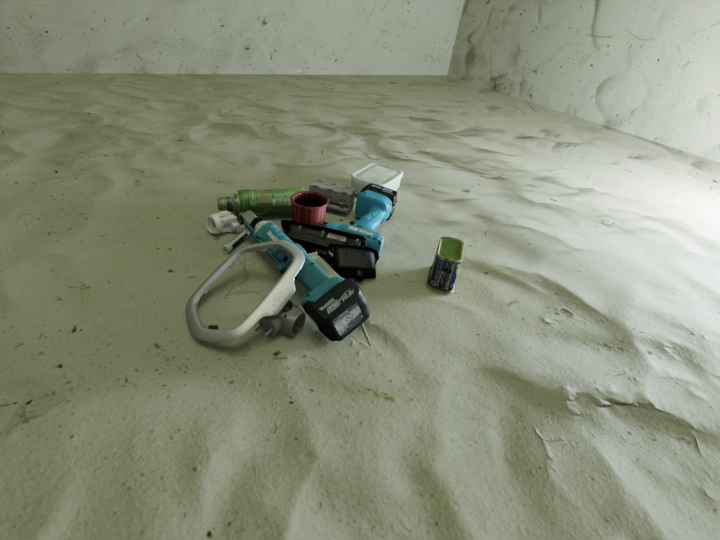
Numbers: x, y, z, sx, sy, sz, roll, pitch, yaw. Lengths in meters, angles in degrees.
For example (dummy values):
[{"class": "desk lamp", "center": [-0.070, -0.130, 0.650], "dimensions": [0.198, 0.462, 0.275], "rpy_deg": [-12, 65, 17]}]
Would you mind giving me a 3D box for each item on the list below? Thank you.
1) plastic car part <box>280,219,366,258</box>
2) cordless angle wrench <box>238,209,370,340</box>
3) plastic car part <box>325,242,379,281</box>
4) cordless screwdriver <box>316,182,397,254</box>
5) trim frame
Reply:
[{"class": "plastic car part", "center": [-0.093, -0.061, 0.951], "dimensions": [0.209, 0.064, 0.067], "rpy_deg": [18, 59, 15]}, {"class": "cordless angle wrench", "center": [-0.144, -0.027, 0.855], "dimensions": [0.097, 0.071, 0.448], "rpy_deg": [-38, 46, -12]}, {"class": "plastic car part", "center": [-0.013, -0.010, 0.890], "dimensions": [0.115, 0.065, 0.073], "rpy_deg": [6, 48, -7]}, {"class": "cordless screwdriver", "center": [-0.001, -0.136, 1.055], "dimensions": [0.162, 0.073, 0.250], "rpy_deg": [16, 38, 8]}, {"class": "trim frame", "center": [-0.206, 0.029, 0.759], "dimensions": [0.193, 0.026, 0.247], "rpy_deg": [12, 49, 32]}]
